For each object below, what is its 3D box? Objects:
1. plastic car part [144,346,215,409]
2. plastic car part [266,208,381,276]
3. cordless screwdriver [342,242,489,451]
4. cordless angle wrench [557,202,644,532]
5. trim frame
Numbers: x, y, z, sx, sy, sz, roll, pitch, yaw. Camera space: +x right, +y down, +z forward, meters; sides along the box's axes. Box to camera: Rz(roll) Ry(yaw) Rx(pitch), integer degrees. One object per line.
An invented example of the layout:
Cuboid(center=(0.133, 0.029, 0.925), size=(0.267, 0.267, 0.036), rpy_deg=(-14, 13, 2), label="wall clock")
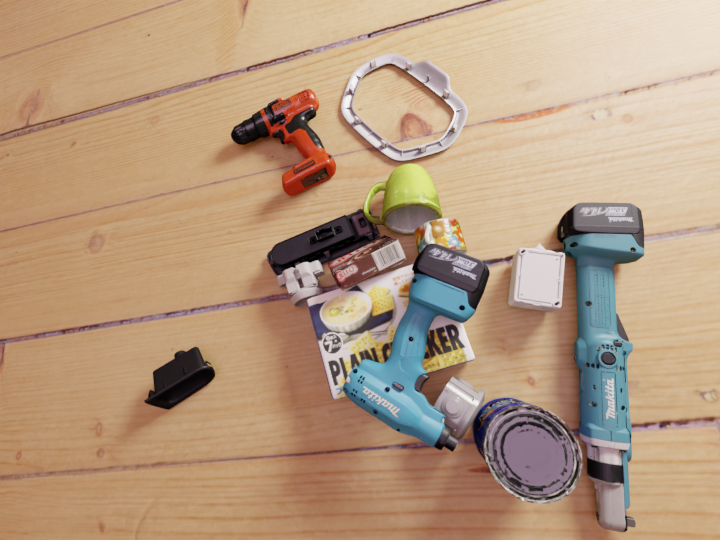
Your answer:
Cuboid(center=(-0.310, 0.176, 0.729), size=(0.116, 0.063, 0.074), rpy_deg=(-35, 57, -2), label="plastic car part")
Cuboid(center=(-0.071, -0.047, 0.730), size=(0.205, 0.065, 0.067), rpy_deg=(-23, 80, 9), label="plastic car part")
Cuboid(center=(0.100, 0.099, 0.569), size=(0.165, 0.072, 0.249), rpy_deg=(27, 86, 19), label="cordless screwdriver")
Cuboid(center=(0.331, 0.118, 0.578), size=(0.100, 0.072, 0.427), rpy_deg=(2, 78, 13), label="cordless angle wrench")
Cuboid(center=(0.075, -0.309, 0.782), size=(0.184, 0.026, 0.258), rpy_deg=(-42, 68, -1), label="trim frame")
